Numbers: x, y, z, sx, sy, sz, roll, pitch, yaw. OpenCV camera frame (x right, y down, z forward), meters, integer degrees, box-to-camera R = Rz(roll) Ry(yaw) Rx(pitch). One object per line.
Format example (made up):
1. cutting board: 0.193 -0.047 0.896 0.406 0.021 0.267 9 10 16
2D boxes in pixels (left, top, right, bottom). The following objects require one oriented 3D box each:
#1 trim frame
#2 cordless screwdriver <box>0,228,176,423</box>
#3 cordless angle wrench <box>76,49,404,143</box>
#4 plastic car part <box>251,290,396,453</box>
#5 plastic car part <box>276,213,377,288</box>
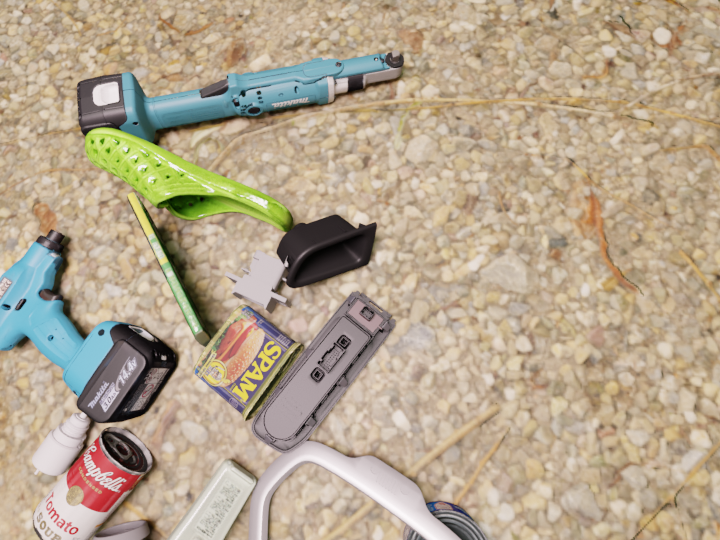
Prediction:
1. trim frame: -0.007 0.287 0.420 0.260 0.026 0.184 23 81 25
2. cordless screwdriver: -0.338 0.061 0.509 0.256 0.072 0.159 24 79 14
3. cordless angle wrench: -0.149 -0.238 0.569 0.421 0.096 0.076 -12 77 -3
4. plastic car part: -0.041 0.114 0.471 0.067 0.066 0.202 38 81 5
5. plastic car part: -0.049 -0.032 0.502 0.113 0.064 0.075 -18 47 -27
